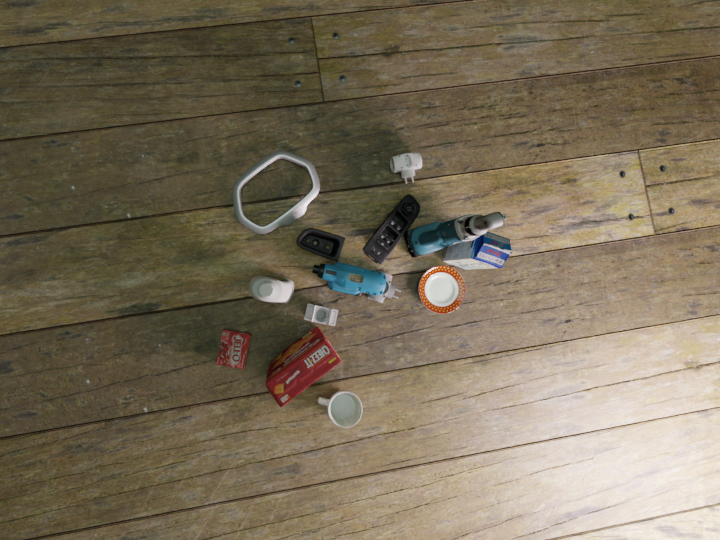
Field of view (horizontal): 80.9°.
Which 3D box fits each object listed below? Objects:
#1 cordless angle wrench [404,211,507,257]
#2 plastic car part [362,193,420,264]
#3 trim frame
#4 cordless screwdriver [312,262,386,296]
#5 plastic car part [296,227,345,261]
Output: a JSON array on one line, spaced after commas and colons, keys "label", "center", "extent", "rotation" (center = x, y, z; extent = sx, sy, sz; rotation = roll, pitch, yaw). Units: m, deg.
[{"label": "cordless angle wrench", "center": [0.200, -0.085, 0.947], "extent": [0.097, 0.426, 0.074], "rotation": [-18, 92, -9]}, {"label": "plastic car part", "center": [0.084, -0.110, 1.120], "extent": [0.066, 0.067, 0.203], "rotation": [38, 84, -4]}, {"label": "trim frame", "center": [-0.226, -0.209, 1.127], "extent": [0.247, 0.027, 0.184], "rotation": [-40, 89, -6]}, {"label": "cordless screwdriver", "center": [-0.042, 0.016, 1.010], "extent": [0.158, 0.251, 0.074], "rotation": [13, 87, -7]}, {"label": "plastic car part", "center": [-0.108, -0.070, 1.102], "extent": [0.116, 0.071, 0.066], "rotation": [19, 85, -4]}]
